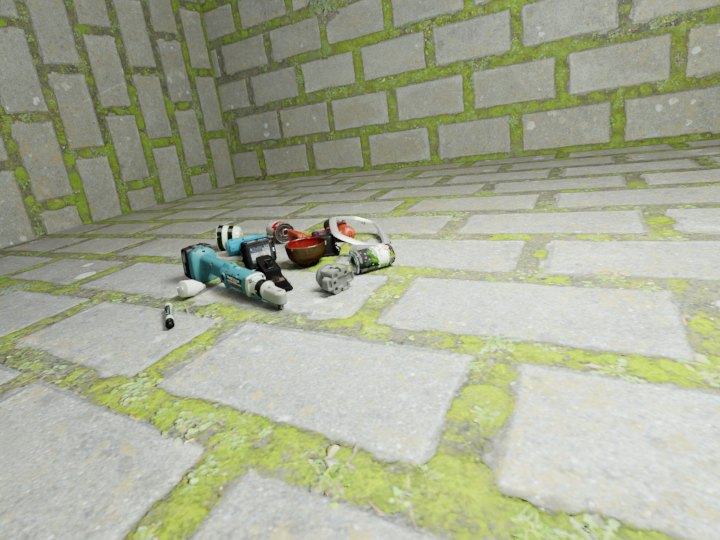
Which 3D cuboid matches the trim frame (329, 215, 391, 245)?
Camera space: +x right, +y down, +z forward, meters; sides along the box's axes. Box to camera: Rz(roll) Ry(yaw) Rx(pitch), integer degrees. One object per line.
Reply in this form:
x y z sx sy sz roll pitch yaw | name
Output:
0.000 -0.113 1.238 0.181 0.027 0.256 6 23 -10 | trim frame

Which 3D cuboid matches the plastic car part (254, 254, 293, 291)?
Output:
-0.230 0.003 1.056 0.065 0.065 0.211 -21 19 -17 | plastic car part

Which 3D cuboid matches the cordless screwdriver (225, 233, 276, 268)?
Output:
-0.314 -0.074 1.295 0.155 0.073 0.260 -17 17 -23 | cordless screwdriver

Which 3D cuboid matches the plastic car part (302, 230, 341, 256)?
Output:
-0.119 -0.078 1.215 0.118 0.069 0.066 -3 16 7 | plastic car part

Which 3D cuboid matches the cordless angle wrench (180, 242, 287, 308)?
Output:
-0.311 0.012 1.024 0.072 0.096 0.447 -18 24 -40 | cordless angle wrench
